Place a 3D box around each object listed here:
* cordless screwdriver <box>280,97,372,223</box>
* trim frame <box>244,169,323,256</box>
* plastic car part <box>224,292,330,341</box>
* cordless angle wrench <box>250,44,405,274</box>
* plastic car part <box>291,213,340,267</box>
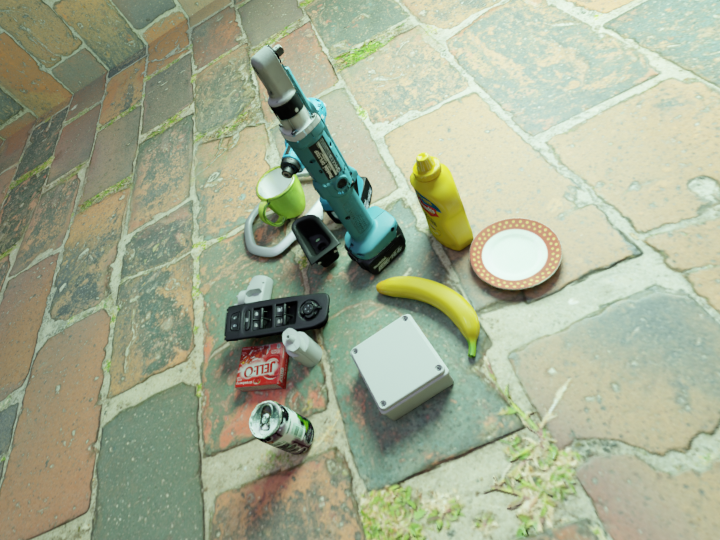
[{"bbox_3d":[-0.063,-0.169,0.772,0.077,0.235,0.161,0,58,27],"label":"cordless screwdriver"},{"bbox_3d":[-0.161,-0.133,0.939,0.195,0.026,0.248,32,77,39],"label":"trim frame"},{"bbox_3d":[-0.142,0.089,0.751,0.208,0.063,0.068,-13,53,20],"label":"plastic car part"},{"bbox_3d":[-0.040,-0.140,0.630,0.098,0.400,0.079,-43,50,-6],"label":"cordless angle wrench"},{"bbox_3d":[-0.079,-0.052,0.812,0.066,0.067,0.123,-37,49,0],"label":"plastic car part"}]
